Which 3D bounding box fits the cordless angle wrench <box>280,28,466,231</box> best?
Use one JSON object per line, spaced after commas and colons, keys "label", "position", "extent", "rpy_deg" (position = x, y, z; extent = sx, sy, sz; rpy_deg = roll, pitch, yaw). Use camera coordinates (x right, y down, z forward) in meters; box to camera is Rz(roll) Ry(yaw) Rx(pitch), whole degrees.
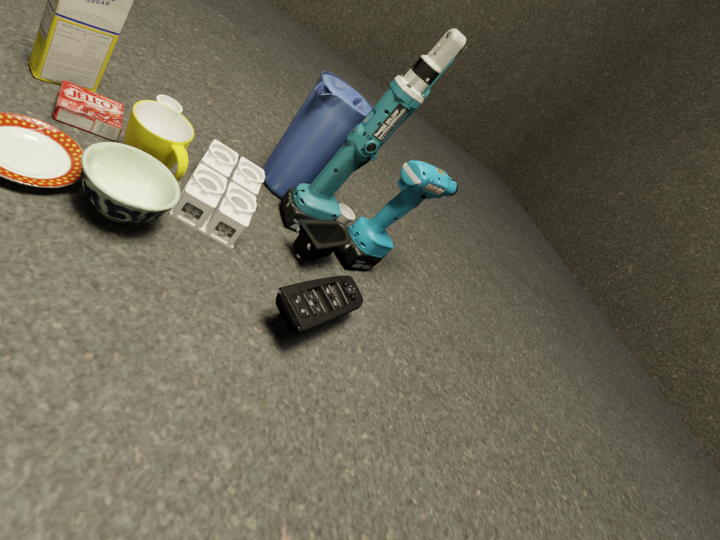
{"label": "cordless angle wrench", "position": [0.011, -0.224, 0.728], "extent": [0.093, 0.427, 0.078], "rpy_deg": [21, 38, -37]}

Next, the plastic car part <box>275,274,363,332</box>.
{"label": "plastic car part", "position": [-0.060, 0.053, 0.641], "extent": [0.068, 0.068, 0.195], "rpy_deg": [52, 30, 13]}

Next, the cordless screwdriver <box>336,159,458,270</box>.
{"label": "cordless screwdriver", "position": [0.070, -0.101, 0.819], "extent": [0.151, 0.251, 0.077], "rpy_deg": [5, 49, -49]}

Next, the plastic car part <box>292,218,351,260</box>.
{"label": "plastic car part", "position": [-0.074, -0.048, 0.756], "extent": [0.111, 0.071, 0.068], "rpy_deg": [-6, 56, -54]}
